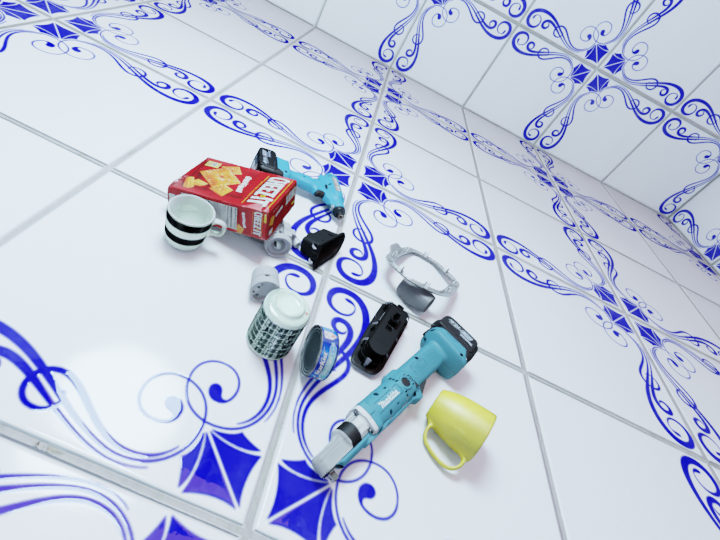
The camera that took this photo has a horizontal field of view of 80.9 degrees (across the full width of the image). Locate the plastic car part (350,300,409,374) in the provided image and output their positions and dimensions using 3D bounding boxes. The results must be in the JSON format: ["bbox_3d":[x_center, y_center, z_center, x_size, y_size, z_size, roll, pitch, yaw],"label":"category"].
[{"bbox_3d":[0.049,0.121,0.811,0.067,0.067,0.200,41,39,0],"label":"plastic car part"}]

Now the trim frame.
[{"bbox_3d":[0.150,-0.006,1.011,0.191,0.027,0.241,35,24,18],"label":"trim frame"}]

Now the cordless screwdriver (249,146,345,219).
[{"bbox_3d":[-0.151,-0.209,1.055,0.238,0.074,0.166,12,40,-29],"label":"cordless screwdriver"}]

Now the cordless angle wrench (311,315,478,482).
[{"bbox_3d":[0.066,0.203,0.717,0.101,0.074,0.410,44,41,18],"label":"cordless angle wrench"}]

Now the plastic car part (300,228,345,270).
[{"bbox_3d":[-0.091,-0.060,0.934,0.073,0.065,0.114,26,31,16],"label":"plastic car part"}]
